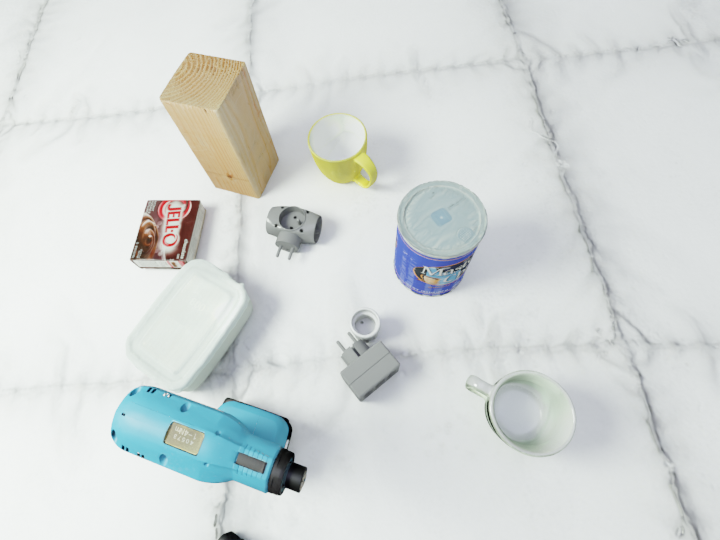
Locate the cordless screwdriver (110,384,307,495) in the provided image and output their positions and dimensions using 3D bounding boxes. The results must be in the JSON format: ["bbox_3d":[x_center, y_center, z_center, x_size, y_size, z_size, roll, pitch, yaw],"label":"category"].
[{"bbox_3d":[-0.115,0.175,0.423,0.163,0.241,0.075,15,68,10],"label":"cordless screwdriver"}]

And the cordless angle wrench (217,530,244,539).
[{"bbox_3d":[-0.153,0.276,0.288,0.077,0.410,0.097,35,73,15],"label":"cordless angle wrench"}]
